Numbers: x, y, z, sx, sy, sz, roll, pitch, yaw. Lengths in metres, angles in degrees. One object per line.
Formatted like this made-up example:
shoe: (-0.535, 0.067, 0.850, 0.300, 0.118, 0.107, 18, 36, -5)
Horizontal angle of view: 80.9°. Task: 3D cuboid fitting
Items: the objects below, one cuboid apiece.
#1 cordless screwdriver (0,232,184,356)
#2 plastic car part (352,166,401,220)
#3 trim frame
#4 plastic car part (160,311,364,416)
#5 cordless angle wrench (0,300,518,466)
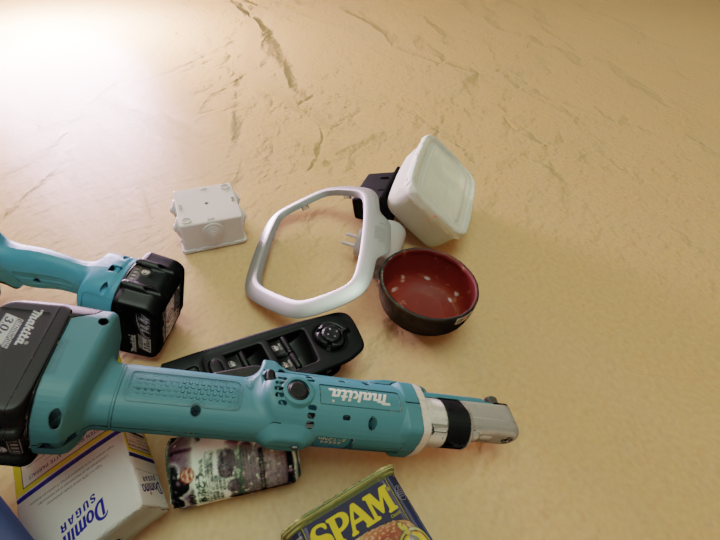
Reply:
cordless screwdriver: (-0.322, 0.022, 0.451, 0.246, 0.158, 0.076, 20, 40, -7)
plastic car part: (0.022, -0.115, 0.655, 0.073, 0.063, 0.117, 3, 39, 17)
trim frame: (-0.054, -0.035, 0.548, 0.189, 0.026, 0.254, -10, 41, 16)
plastic car part: (-0.085, 0.099, 0.415, 0.197, 0.065, 0.070, -19, 42, -28)
cordless angle wrench: (-0.058, 0.107, 0.334, 0.412, 0.073, 0.101, 10, 39, -14)
